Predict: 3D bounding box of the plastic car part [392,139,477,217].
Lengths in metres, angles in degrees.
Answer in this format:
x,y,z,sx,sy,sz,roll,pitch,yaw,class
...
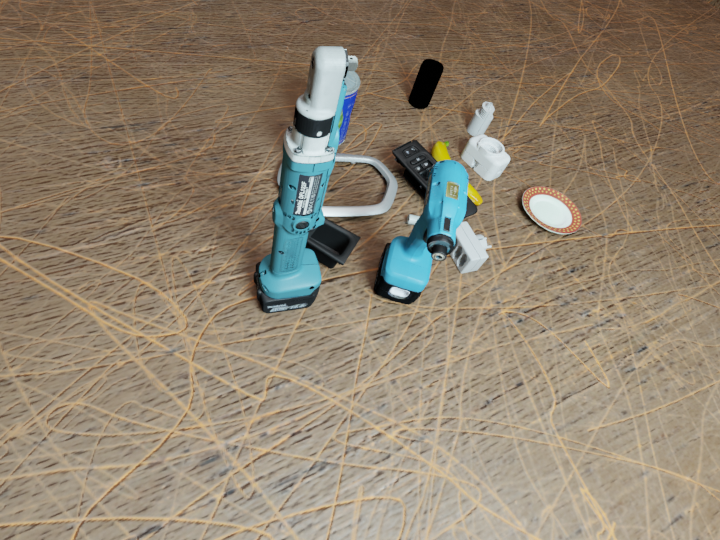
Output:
x,y,z,sx,sy,sz,roll,pitch,yaw,class
0.143,-0.170,0.851,0.065,0.066,0.211,-27,65,-28,plastic car part

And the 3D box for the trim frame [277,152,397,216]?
x,y,z,sx,sy,sz,roll,pitch,yaw,class
-0.043,-0.177,0.844,0.243,0.027,0.191,-5,57,-14,trim frame

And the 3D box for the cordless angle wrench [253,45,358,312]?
x,y,z,sx,sy,sz,roll,pitch,yaw,class
-0.076,-0.076,0.527,0.095,0.417,0.077,-6,59,-19,cordless angle wrench

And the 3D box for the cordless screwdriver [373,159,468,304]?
x,y,z,sx,sy,sz,roll,pitch,yaw,class
0.086,-0.027,0.628,0.074,0.245,0.162,18,54,-4,cordless screwdriver

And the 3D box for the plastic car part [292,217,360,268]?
x,y,z,sx,sy,sz,roll,pitch,yaw,class
-0.070,-0.046,0.721,0.119,0.070,0.066,29,55,8,plastic car part
